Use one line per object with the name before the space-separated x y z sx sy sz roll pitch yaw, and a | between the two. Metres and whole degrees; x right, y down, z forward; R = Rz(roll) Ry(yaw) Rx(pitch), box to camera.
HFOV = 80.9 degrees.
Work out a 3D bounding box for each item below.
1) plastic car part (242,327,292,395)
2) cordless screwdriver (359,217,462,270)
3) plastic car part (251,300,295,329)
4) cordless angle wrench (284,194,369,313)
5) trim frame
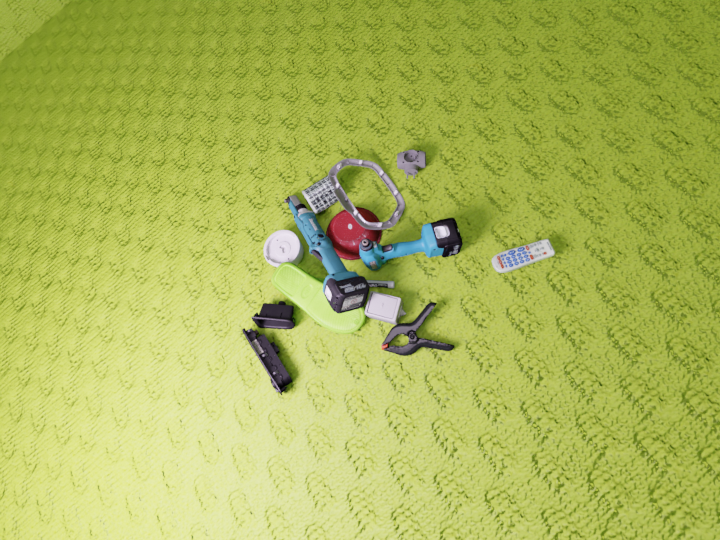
plastic car part | -0.240 0.234 1.114 0.066 0.065 0.212 -24 62 -22
cordless screwdriver | 0.120 -0.067 1.055 0.252 0.153 0.076 -13 70 9
plastic car part | -0.227 0.118 1.152 0.119 0.063 0.072 -1 57 13
cordless angle wrench | -0.112 -0.073 1.146 0.095 0.073 0.445 -13 48 -24
trim frame | 0.017 -0.218 1.169 0.180 0.027 0.256 -24 71 -21
